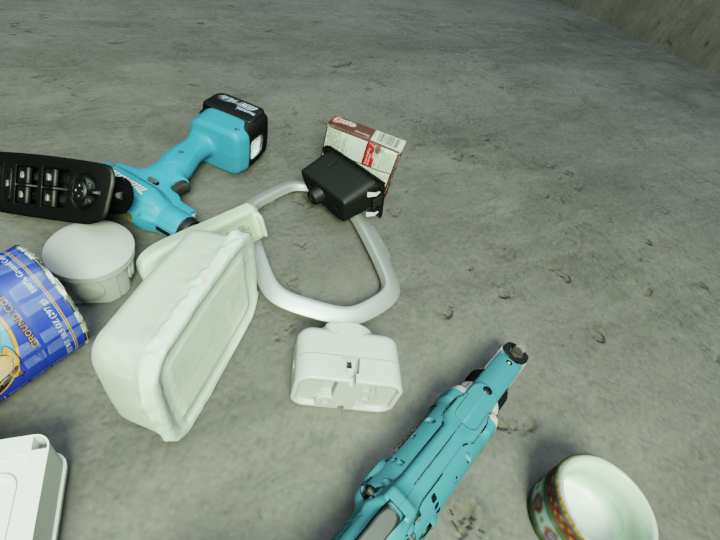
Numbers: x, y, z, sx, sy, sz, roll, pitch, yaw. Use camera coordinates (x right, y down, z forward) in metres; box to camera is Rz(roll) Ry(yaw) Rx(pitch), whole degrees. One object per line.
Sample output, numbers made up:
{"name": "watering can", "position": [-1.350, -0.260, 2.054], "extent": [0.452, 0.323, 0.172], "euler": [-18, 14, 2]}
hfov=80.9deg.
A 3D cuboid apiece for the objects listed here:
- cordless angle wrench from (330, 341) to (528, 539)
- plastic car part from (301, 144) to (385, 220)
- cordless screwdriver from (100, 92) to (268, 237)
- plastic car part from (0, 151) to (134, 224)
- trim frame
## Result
{"name": "cordless angle wrench", "position": [0.028, 0.169, 0.310], "extent": [0.077, 0.096, 0.411], "euler": [40, 45, 21]}
{"name": "plastic car part", "position": [-0.032, -0.107, 0.554], "extent": [0.070, 0.064, 0.122], "euler": [-38, 61, -24]}
{"name": "cordless screwdriver", "position": [-0.206, -0.136, 0.556], "extent": [0.163, 0.073, 0.247], "euler": [27, 50, 11]}
{"name": "plastic car part", "position": [-0.321, -0.085, 0.454], "extent": [0.212, 0.066, 0.064], "euler": [9, -1, 27]}
{"name": "trim frame", "position": [-0.051, -0.034, 0.526], "extent": [0.179, 0.027, 0.261], "euler": [-9, 48, -21]}
